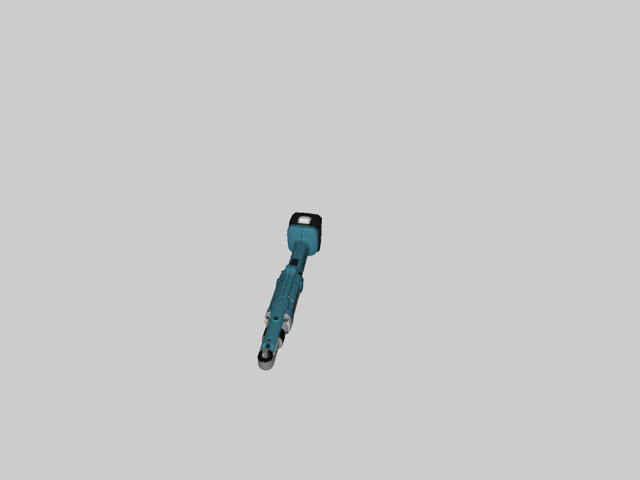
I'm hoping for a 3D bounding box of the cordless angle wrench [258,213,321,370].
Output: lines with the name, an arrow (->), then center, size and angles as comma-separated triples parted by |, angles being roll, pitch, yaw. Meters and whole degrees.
cordless angle wrench -> -0.064, 0.092, 0.885 | 0.074, 0.098, 0.421 | 6, 37, 6
